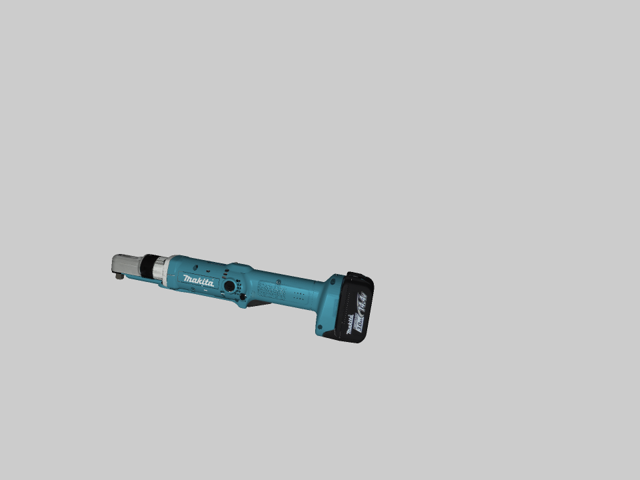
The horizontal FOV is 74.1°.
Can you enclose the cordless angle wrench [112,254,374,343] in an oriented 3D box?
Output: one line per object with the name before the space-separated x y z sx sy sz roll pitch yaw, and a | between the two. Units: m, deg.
cordless angle wrench | -0.132 0.069 0.664 0.423 0.098 0.074 10 8 8
